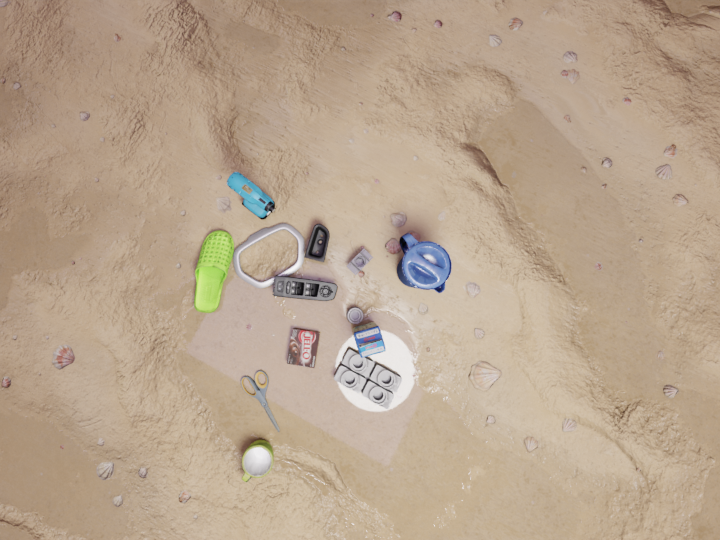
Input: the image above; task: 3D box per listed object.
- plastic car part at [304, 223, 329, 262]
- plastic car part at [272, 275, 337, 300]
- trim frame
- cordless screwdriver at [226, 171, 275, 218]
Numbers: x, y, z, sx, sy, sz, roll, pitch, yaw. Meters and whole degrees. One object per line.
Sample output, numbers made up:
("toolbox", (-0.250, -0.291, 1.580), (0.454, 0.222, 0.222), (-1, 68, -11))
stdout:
("plastic car part", (-0.134, -0.087, 1.366), (0.066, 0.070, 0.117), (14, 84, 1))
("plastic car part", (-0.175, 0.060, 1.351), (0.204, 0.066, 0.067), (6, 85, 3))
("trim frame", (-0.299, -0.051, 1.391), (0.248, 0.027, 0.187), (-30, 82, -1))
("cordless screwdriver", (-0.312, -0.212, 1.302), (0.161, 0.247, 0.074), (38, 85, 2))
